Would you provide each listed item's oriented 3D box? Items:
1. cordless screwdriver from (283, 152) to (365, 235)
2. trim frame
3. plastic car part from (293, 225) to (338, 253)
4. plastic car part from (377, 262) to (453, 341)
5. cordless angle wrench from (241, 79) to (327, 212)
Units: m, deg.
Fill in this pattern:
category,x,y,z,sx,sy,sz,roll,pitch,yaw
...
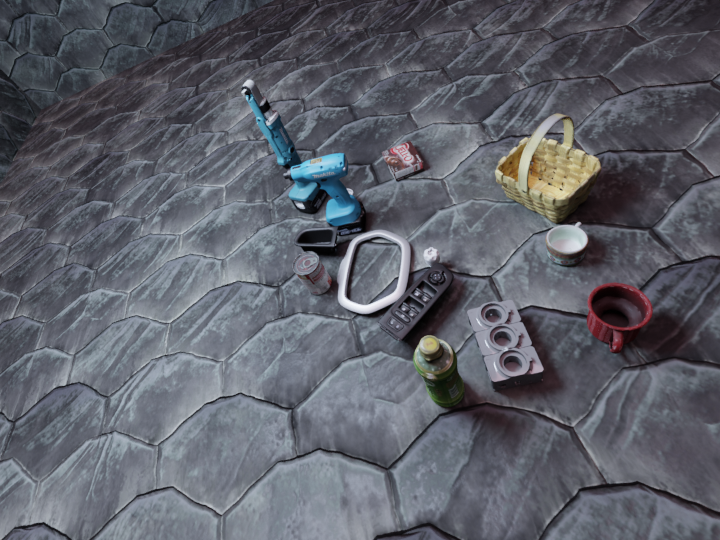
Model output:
category,x,y,z,sx,sy,sz,roll,pitch,yaw
cordless screwdriver,-0.083,-0.190,1.088,0.163,0.236,0.076,-7,54,17
trim frame,0.029,-0.002,1.041,0.190,0.026,0.253,-3,55,21
plastic car part,-0.110,-0.072,1.124,0.120,0.067,0.067,-2,55,21
plastic car part,0.130,0.072,0.920,0.070,0.064,0.202,32,73,36
cordless angle wrench,-0.202,-0.320,1.125,0.078,0.402,0.098,16,62,29
